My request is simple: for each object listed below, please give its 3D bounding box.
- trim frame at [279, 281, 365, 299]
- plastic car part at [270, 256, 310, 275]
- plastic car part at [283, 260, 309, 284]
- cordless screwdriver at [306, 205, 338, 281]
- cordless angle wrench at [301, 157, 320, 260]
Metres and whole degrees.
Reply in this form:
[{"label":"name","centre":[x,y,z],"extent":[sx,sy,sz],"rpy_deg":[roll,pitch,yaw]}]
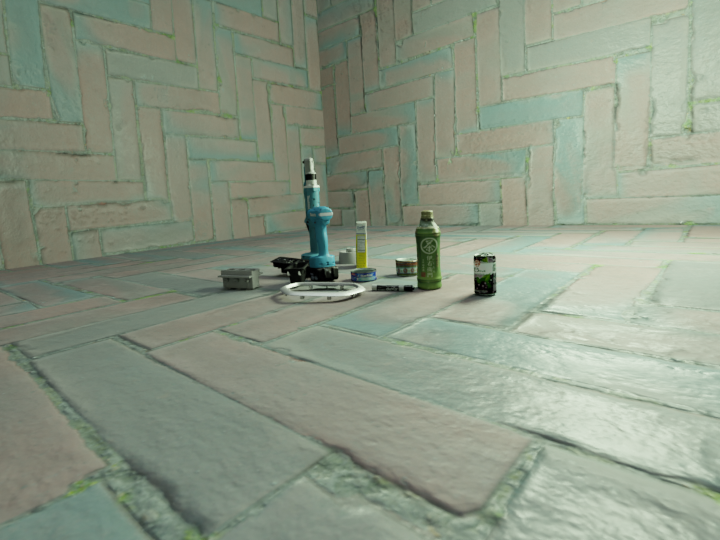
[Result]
[{"label":"trim frame","centre":[-0.110,0.056,1.207],"extent":[0.253,0.027,0.183],"rpy_deg":[-2,10,10]},{"label":"plastic car part","centre":[-0.227,-0.011,1.520],"extent":[0.212,0.066,0.064],"rpy_deg":[2,9,30]},{"label":"plastic car part","centre":[-0.198,0.013,1.359],"extent":[0.067,0.070,0.115],"rpy_deg":[-2,9,9]},{"label":"cordless screwdriver","centre":[-0.139,-0.091,1.420],"extent":[0.072,0.247,0.166],"rpy_deg":[-6,8,-25]},{"label":"cordless angle wrench","centre":[-0.174,-0.198,1.545],"extent":[0.102,0.420,0.072],"rpy_deg":[0,7,29]}]
